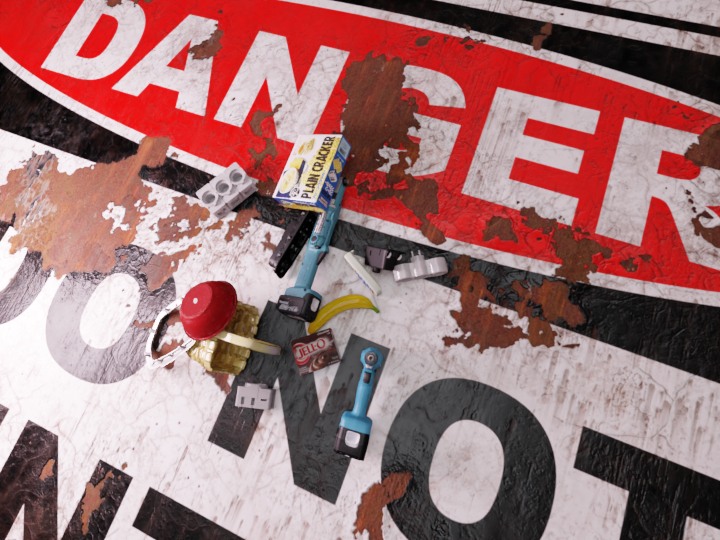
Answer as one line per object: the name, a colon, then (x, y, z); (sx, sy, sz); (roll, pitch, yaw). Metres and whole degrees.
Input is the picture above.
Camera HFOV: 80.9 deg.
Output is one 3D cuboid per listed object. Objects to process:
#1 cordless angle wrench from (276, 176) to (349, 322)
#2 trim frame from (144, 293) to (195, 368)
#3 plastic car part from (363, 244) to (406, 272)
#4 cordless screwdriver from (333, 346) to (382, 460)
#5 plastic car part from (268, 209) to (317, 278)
cordless angle wrench: (-0.113, -0.074, 1.155); (0.102, 0.070, 0.427); (6, 69, 30)
trim frame: (-0.492, 0.158, 1.107); (0.254, 0.026, 0.191); (-28, 53, 25)
plastic car part: (0.052, -0.028, 1.116); (0.122, 0.063, 0.071); (9, 89, 55)
cordless screwdriver: (0.003, 0.303, 0.986); (0.076, 0.155, 0.250); (13, 78, 7)
plastic car part: (-0.196, -0.077, 1.176); (0.070, 0.063, 0.203); (21, 77, 20)
